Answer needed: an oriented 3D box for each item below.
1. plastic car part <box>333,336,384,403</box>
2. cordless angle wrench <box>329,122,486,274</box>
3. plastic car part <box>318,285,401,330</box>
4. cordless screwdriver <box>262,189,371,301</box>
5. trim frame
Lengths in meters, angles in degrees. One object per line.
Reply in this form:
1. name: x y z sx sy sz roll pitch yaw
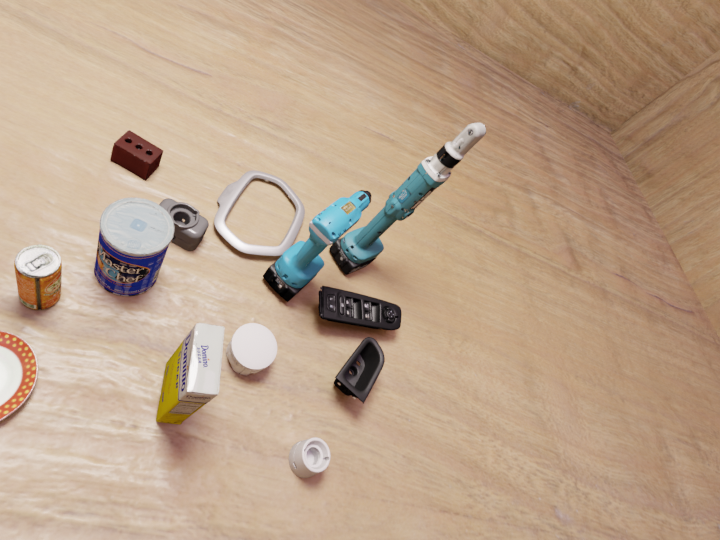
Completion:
1. plastic car part: -0.007 0.186 0.785 0.066 0.071 0.115 42 46 -2
2. cordless angle wrench: 0.080 -0.129 0.825 0.095 0.427 0.076 -22 75 -42
3. plastic car part: -0.004 0.089 0.861 0.195 0.067 0.068 12 54 -25
4. cordless screwdriver: -0.077 -0.051 0.790 0.075 0.251 0.157 46 46 -1
5. trim frame: -0.215 -0.127 0.915 0.180 0.028 0.252 28 47 -12
